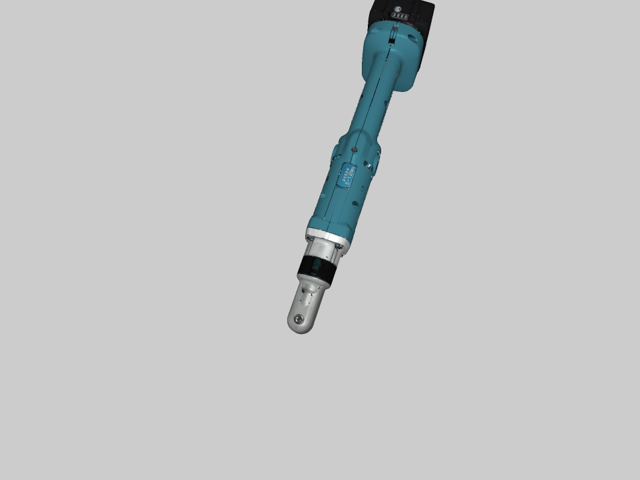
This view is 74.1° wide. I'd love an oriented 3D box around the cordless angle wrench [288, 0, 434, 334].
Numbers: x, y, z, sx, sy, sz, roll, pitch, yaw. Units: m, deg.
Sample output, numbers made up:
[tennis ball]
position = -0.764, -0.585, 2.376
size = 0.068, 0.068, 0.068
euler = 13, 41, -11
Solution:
[cordless angle wrench]
position = 0.042, -0.095, 0.501
size = 0.074, 0.422, 0.098
euler = 17, -15, 9
